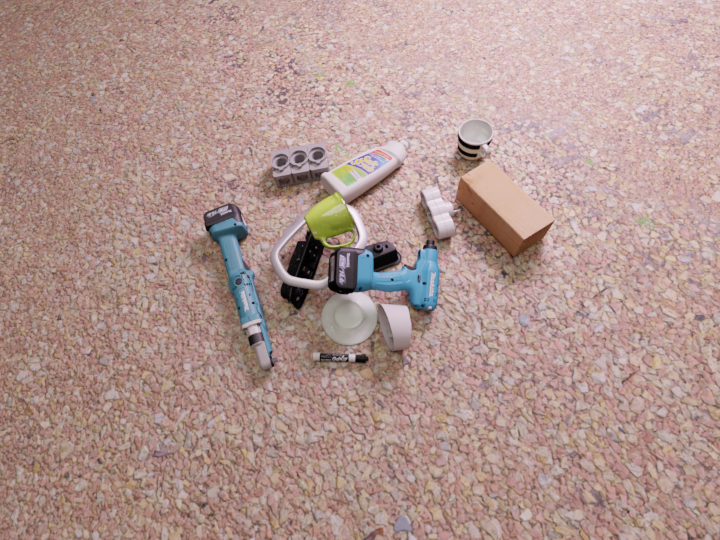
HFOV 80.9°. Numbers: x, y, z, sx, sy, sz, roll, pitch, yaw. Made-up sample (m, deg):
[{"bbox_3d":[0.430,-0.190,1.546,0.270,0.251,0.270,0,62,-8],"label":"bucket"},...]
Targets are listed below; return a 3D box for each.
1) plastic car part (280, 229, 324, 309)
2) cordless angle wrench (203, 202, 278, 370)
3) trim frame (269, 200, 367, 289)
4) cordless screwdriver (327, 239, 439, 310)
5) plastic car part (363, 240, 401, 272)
[{"bbox_3d":[-0.144,-0.009,1.015,0.069,0.063,0.206,1,63,23],"label":"plastic car part"},{"bbox_3d":[-0.283,0.034,1.014,0.098,0.072,0.439,-22,65,-3],"label":"cordless angle wrench"},{"bbox_3d":[-0.096,-0.063,0.985,0.190,0.027,0.247,37,74,17],"label":"trim frame"},{"bbox_3d":[0.057,-0.008,0.929,0.244,0.075,0.161,10,77,-11],"label":"cordless screwdriver"},{"bbox_3d":[0.036,-0.038,0.996,0.117,0.068,0.068,-20,64,1],"label":"plastic car part"}]
